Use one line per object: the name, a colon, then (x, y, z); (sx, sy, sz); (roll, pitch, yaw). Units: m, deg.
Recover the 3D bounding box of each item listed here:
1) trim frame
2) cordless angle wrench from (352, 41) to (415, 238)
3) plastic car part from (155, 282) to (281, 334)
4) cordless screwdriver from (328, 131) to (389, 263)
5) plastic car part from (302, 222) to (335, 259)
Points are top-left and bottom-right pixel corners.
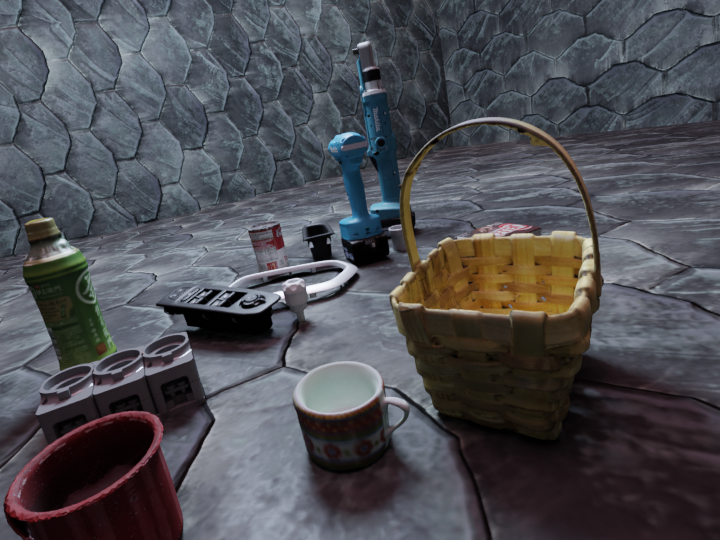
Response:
trim frame: (-0.127, 0.021, 0.759); (0.247, 0.027, 0.189); (-13, 18, -4)
cordless angle wrench: (0.046, -0.283, 0.940); (0.100, 0.415, 0.074); (-7, 14, 14)
plastic car part: (-0.208, 0.060, 0.627); (0.211, 0.066, 0.065); (-2, 18, 29)
cordless screwdriver: (-0.016, -0.147, 0.844); (0.073, 0.244, 0.165); (-14, 15, -13)
plastic car part: (-0.088, -0.058, 0.902); (0.065, 0.069, 0.120); (-13, 17, -6)
